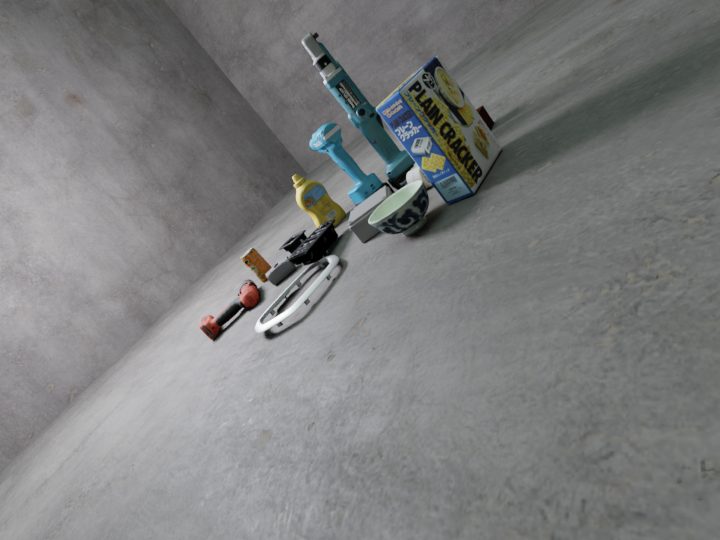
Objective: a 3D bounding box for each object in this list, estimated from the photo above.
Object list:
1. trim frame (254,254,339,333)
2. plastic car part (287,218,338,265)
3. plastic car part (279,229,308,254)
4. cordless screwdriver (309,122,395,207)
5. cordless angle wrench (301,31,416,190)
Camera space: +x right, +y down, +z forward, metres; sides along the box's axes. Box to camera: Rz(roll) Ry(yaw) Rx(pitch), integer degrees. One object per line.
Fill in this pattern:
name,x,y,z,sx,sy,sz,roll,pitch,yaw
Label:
trim frame,-0.134,0.047,0.912,0.190,0.027,0.247,-16,30,52
plastic car part,-0.104,-0.068,1.060,0.068,0.065,0.203,-30,20,34
plastic car part,-0.168,-0.065,1.177,0.065,0.069,0.120,-47,18,-22
cordless screwdriver,-0.032,-0.248,1.053,0.074,0.243,0.164,-43,14,-13
cordless angle wrench,0.003,-0.373,0.999,0.098,0.413,0.076,-39,12,7
